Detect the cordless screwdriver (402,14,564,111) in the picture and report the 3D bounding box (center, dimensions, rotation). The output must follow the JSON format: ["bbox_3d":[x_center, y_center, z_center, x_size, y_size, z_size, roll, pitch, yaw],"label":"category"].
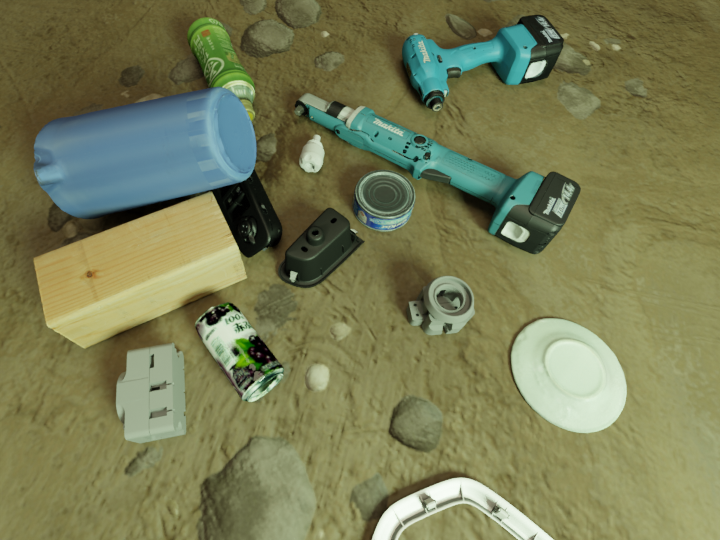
[{"bbox_3d":[0.206,-0.344,0.714,0.248,0.072,0.164,-9,62,-2],"label":"cordless screwdriver"}]

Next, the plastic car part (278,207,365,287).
[{"bbox_3d":[-0.053,-0.034,0.538,0.068,0.069,0.115,37,63,16],"label":"plastic car part"}]

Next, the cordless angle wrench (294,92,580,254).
[{"bbox_3d":[0.082,-0.169,0.617,0.437,0.072,0.097,31,64,17],"label":"cordless angle wrench"}]

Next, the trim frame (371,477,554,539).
[{"bbox_3d":[0.120,0.313,0.373,0.256,0.027,0.183,37,68,16],"label":"trim frame"}]

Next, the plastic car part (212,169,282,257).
[{"bbox_3d":[-0.161,-0.102,0.579,0.067,0.063,0.212,-39,60,22],"label":"plastic car part"}]
